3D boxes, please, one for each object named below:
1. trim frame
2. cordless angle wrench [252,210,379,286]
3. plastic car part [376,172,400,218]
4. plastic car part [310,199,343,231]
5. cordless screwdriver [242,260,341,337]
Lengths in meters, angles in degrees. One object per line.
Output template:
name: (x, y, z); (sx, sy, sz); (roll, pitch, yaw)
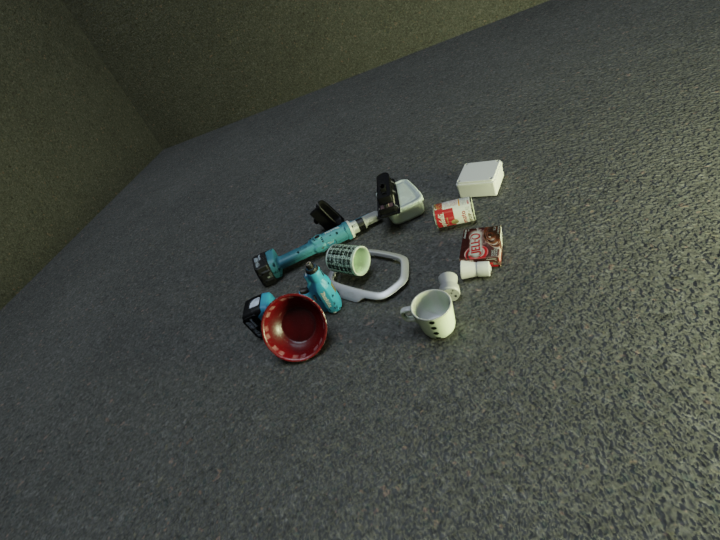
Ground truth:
trim frame: (0.018, 0.010, 1.134); (0.262, 0.026, 0.183); (13, 51, 40)
cordless angle wrench: (-0.128, -0.084, 1.313); (0.423, 0.071, 0.102); (-25, 35, -1)
plastic car part: (0.073, -0.236, 1.276); (0.068, 0.064, 0.208); (-23, 33, 18)
plastic car part: (-0.118, -0.174, 1.391); (0.072, 0.112, 0.067); (-37, 26, 29)
cordless screwdriver: (-0.188, 0.073, 1.081); (0.253, 0.152, 0.077); (-20, 34, 13)
